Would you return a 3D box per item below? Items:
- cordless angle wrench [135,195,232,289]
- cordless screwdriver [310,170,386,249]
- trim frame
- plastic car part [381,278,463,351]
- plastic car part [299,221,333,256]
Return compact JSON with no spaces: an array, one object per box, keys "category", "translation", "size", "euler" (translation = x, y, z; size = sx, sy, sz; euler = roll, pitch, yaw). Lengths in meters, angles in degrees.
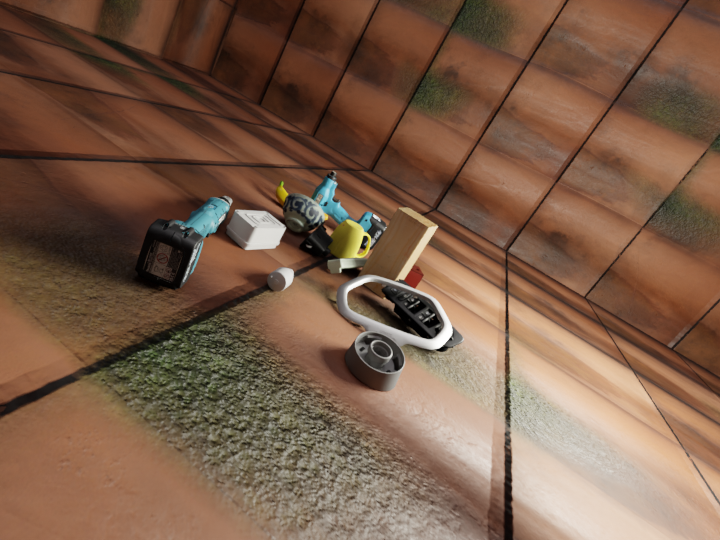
[{"category":"cordless angle wrench","translation":[-0.305,-0.092,0.820],"size":[0.073,0.097,0.432],"euler":[22,17,-12]},{"category":"cordless screwdriver","translation":[-0.033,-0.182,1.293],"size":[0.249,0.159,0.074],"euler":[31,19,1]},{"category":"trim frame","translation":[0.068,0.084,0.884],"size":[0.253,0.027,0.184],"euler":[20,36,8]},{"category":"plastic car part","translation":[0.131,0.107,0.935],"size":[0.064,0.065,0.214],"euler":[-19,44,-34]},{"category":"plastic car part","translation":[-0.105,-0.069,1.078],"size":[0.070,0.066,0.117],"euler":[42,22,-8]}]
